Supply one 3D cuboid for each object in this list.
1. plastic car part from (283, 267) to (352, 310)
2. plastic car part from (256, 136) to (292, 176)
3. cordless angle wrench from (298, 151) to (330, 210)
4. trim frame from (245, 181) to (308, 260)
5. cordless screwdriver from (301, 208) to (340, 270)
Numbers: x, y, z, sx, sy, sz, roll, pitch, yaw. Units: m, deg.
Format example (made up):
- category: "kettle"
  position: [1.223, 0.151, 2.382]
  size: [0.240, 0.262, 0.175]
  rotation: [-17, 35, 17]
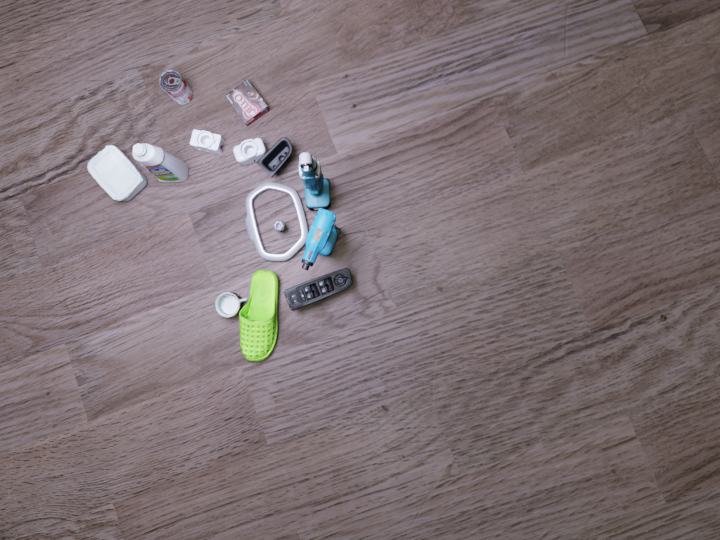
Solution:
- category: "plastic car part"
  position: [-0.119, 0.052, 1.243]
  size: [0.203, 0.066, 0.067]
  rotation: [-21, 87, 1]
- category: "plastic car part"
  position: [-0.247, -0.340, 1.280]
  size: [0.066, 0.070, 0.116]
  rotation: [43, 89, 2]
- category: "cordless angle wrench"
  position: [-0.122, -0.233, 1.089]
  size: [0.074, 0.421, 0.098]
  rotation: [-3, 89, -2]
- category: "trim frame"
  position: [-0.260, -0.150, 1.288]
  size: [0.185, 0.027, 0.250]
  rotation: [-16, 85, 2]
- category: "cordless screwdriver"
  position: [-0.114, -0.074, 1.162]
  size: [0.075, 0.247, 0.159]
  rotation: [22, 88, -1]
